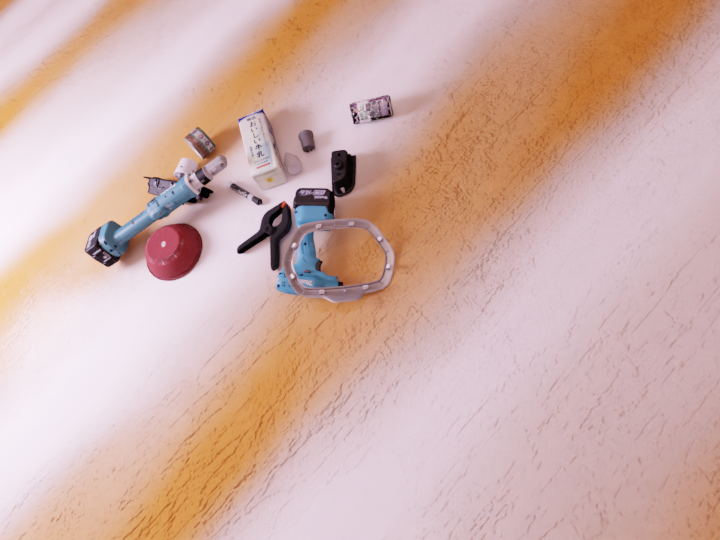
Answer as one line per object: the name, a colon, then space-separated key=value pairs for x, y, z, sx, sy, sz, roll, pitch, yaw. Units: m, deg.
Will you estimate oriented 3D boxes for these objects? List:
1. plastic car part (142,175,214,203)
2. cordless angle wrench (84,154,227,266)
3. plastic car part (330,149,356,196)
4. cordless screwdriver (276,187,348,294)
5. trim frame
plastic car part: x=-0.501 y=-0.215 z=1.145 sx=0.210 sy=0.064 sz=0.067 roll=17 pitch=98 yaw=19
cordless angle wrench: x=-0.507 y=-0.160 z=1.067 sx=0.426 sy=0.070 sz=0.103 roll=-32 pitch=43 yaw=9
plastic car part: x=-0.048 y=-0.247 z=1.030 sx=0.067 sy=0.068 sz=0.119 roll=-5 pitch=65 yaw=12
cordless screwdriver: x=-0.094 y=-0.062 z=0.965 sx=0.161 sy=0.072 sz=0.252 roll=6 pitch=73 yaw=5
trim frame: x=-0.044 y=-0.024 z=0.915 sx=0.244 sy=0.027 sz=0.187 roll=-5 pitch=78 yaw=-11
